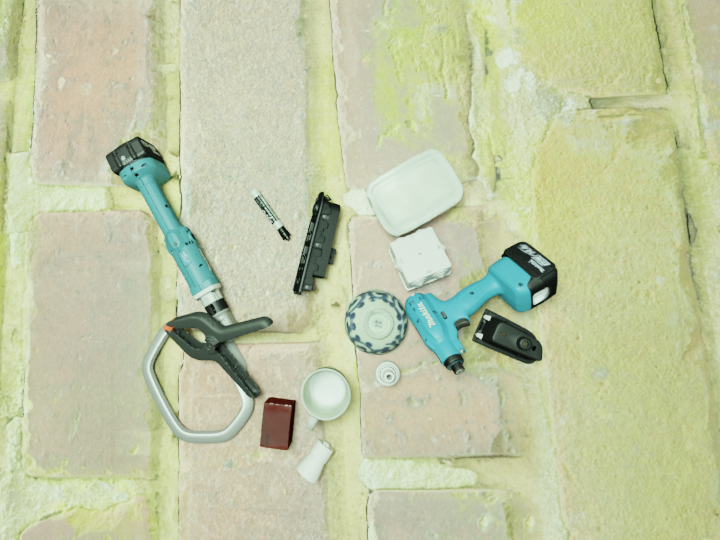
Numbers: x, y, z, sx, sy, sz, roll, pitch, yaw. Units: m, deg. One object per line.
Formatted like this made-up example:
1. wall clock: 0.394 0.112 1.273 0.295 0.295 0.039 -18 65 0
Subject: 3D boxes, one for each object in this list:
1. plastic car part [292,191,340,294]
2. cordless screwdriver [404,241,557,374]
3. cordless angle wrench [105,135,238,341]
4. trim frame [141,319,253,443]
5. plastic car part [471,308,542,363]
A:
1. plastic car part: -0.078 -0.051 0.798 0.066 0.067 0.204 10 83 -7
2. cordless screwdriver: 0.216 0.063 0.721 0.249 0.071 0.167 -27 46 1
3. cordless angle wrench: -0.341 -0.053 0.806 0.074 0.097 0.427 -31 85 1
4. trim frame: -0.307 0.205 0.799 0.184 0.027 0.253 -33 80 0
5. plastic car part: 0.270 0.122 0.744 0.119 0.069 0.066 25 87 8
